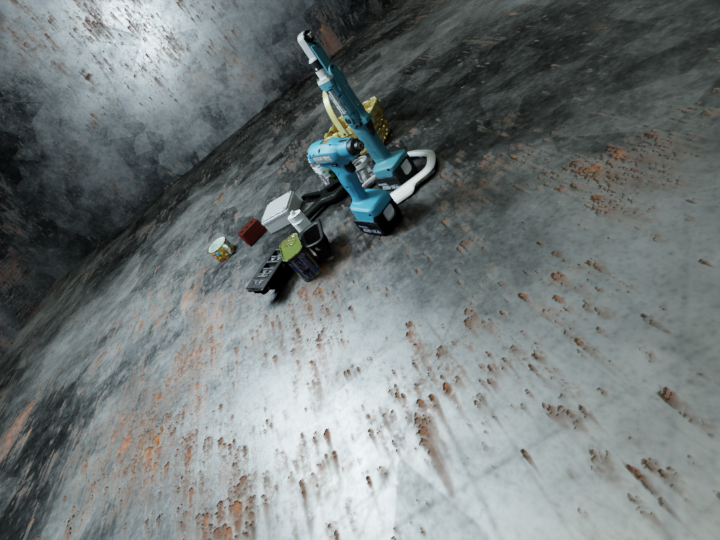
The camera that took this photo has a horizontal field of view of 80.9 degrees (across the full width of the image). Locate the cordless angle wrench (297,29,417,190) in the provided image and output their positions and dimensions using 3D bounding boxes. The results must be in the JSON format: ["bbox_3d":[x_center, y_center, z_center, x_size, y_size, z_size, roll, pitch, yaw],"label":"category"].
[{"bbox_3d":[-0.012,-0.364,0.985,0.103,0.404,0.074,5,52,52],"label":"cordless angle wrench"}]

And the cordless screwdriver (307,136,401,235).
[{"bbox_3d":[0.004,-0.183,0.908,0.167,0.237,0.074,10,56,53],"label":"cordless screwdriver"}]

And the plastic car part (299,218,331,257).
[{"bbox_3d":[-0.101,-0.066,1.038,0.066,0.067,0.121,-37,31,7],"label":"plastic car part"}]

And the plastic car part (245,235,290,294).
[{"bbox_3d":[-0.211,-0.011,1.090,0.069,0.064,0.204,-13,42,39],"label":"plastic car part"}]

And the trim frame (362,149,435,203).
[{"bbox_3d":[0.081,-0.225,1.076,0.251,0.026,0.191,-33,33,12],"label":"trim frame"}]
